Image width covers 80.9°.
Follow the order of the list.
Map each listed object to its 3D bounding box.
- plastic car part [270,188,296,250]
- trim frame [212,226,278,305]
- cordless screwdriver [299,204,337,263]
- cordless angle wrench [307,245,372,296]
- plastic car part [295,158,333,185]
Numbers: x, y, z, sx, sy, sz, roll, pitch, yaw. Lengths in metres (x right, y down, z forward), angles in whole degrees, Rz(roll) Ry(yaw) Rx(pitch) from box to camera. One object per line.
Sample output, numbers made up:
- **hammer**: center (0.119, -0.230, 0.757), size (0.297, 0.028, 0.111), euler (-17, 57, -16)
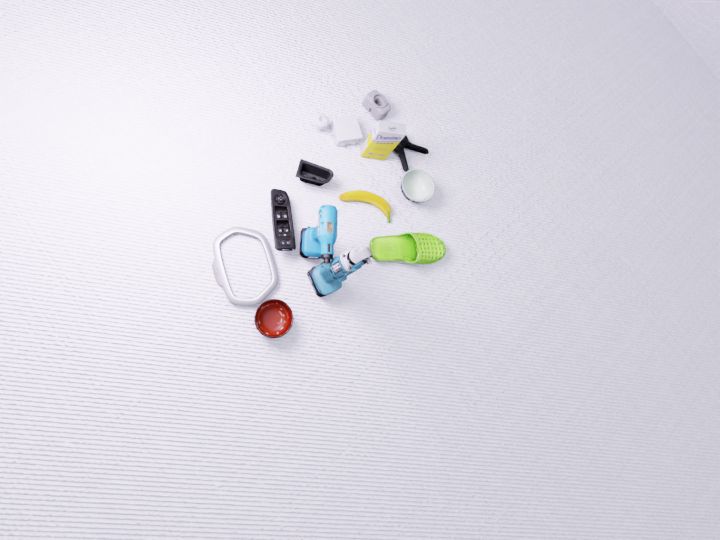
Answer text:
- **plastic car part**: center (-0.245, -0.155, 1.311), size (0.065, 0.068, 0.206), euler (-4, 77, -17)
- **trim frame**: center (-0.350, -0.016, 1.271), size (0.180, 0.028, 0.252), euler (-17, 81, -17)
- **cordless screwdriver**: center (-0.120, -0.078, 1.225), size (0.072, 0.252, 0.161), euler (4, 77, -17)
- **cordless angle wrench**: center (-0.055, -0.005, 1.129), size (0.073, 0.428, 0.099), euler (-23, 88, -21)
- **plastic car part**: center (-0.152, -0.304, 1.370), size (0.114, 0.071, 0.066), euler (17, 74, -11)
